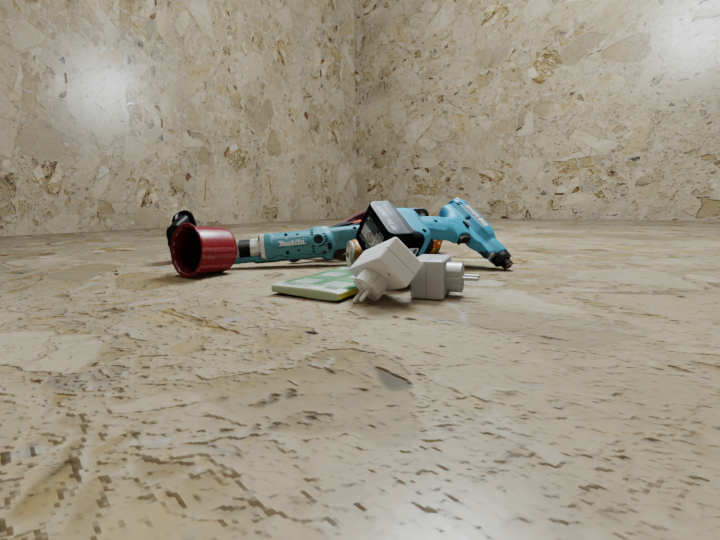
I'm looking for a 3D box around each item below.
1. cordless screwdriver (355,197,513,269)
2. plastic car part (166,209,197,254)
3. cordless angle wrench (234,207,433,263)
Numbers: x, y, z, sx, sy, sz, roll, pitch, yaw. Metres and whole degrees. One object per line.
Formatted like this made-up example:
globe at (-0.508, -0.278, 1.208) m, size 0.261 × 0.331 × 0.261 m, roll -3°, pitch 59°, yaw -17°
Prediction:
cordless screwdriver at (0.127, -0.051, 0.700) m, size 0.239 × 0.073 × 0.167 m, roll -9°, pitch 48°, yaw -31°
plastic car part at (-0.391, -0.065, 0.918) m, size 0.067 × 0.113 × 0.072 m, roll 0°, pitch 30°, yaw 9°
cordless angle wrench at (-0.080, -0.052, 0.817) m, size 0.421 × 0.099 × 0.073 m, roll -6°, pitch -11°, yaw -2°
